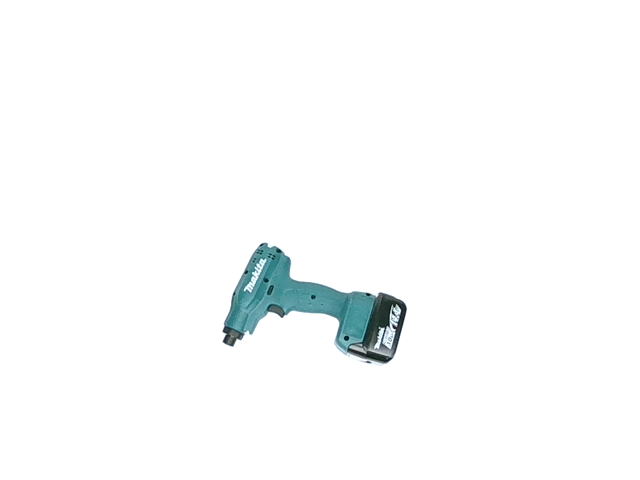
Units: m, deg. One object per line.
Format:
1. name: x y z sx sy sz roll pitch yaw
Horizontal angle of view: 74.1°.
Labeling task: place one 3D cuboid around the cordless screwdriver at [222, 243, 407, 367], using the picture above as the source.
1. cordless screwdriver: -0.011 0.116 0.613 0.249 0.158 0.074 20 -18 11
